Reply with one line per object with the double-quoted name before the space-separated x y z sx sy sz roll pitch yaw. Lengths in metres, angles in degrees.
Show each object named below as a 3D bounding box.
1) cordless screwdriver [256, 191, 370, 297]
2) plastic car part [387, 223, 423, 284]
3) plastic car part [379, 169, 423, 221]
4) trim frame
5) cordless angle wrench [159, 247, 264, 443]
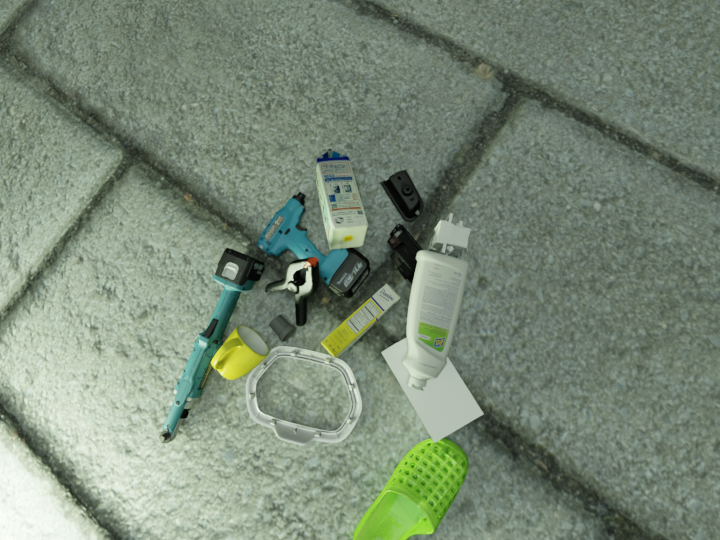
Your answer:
"cordless screwdriver" -0.090 -0.059 0.925 0.257 0.072 0.159 31 81 17
"plastic car part" 0.122 0.001 0.873 0.066 0.066 0.207 -35 78 -30
"plastic car part" 0.098 -0.171 0.924 0.066 0.069 0.120 -28 73 1
"trim frame" -0.121 0.260 0.877 0.252 0.027 0.185 11 80 9
"cordless angle wrench" -0.328 0.162 0.903 0.076 0.096 0.423 21 85 9
